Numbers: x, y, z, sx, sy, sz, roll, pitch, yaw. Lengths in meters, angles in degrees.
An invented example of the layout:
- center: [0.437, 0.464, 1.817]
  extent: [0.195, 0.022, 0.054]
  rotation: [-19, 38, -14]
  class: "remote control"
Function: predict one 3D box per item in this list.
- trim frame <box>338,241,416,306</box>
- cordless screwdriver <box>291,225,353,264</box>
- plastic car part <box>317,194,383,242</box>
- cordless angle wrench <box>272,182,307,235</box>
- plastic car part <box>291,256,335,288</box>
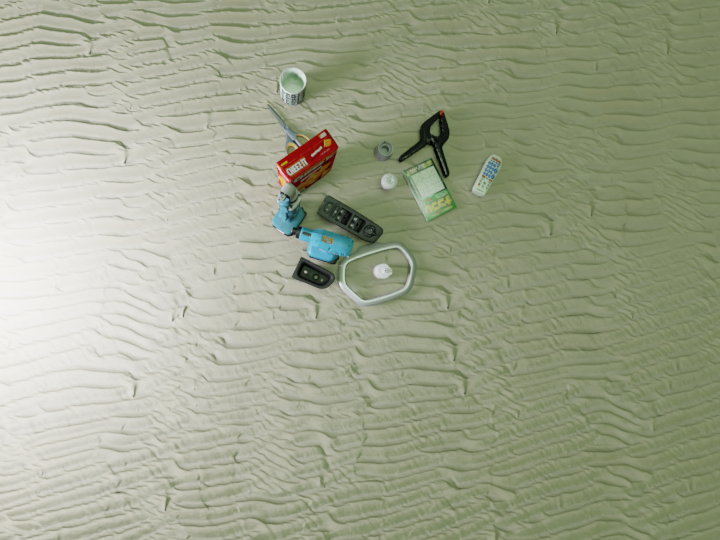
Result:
- center: [0.053, 0.006, 1.284]
  extent: [0.247, 0.027, 0.185]
  rotation: [-18, 86, -6]
  class: "trim frame"
- center: [-0.114, -0.075, 1.169]
  extent: [0.158, 0.250, 0.074]
  rotation: [17, 85, -7]
  class: "cordless screwdriver"
- center: [-0.031, -0.147, 1.274]
  extent: [0.203, 0.067, 0.066]
  rotation: [29, 83, -1]
  class: "plastic car part"
- center: [-0.183, -0.163, 1.086]
  extent: [0.074, 0.426, 0.098]
  rotation: [34, 83, -6]
  class: "cordless angle wrench"
- center: [-0.137, 0.015, 1.248]
  extent: [0.116, 0.071, 0.066]
  rotation: [26, 83, -3]
  class: "plastic car part"
